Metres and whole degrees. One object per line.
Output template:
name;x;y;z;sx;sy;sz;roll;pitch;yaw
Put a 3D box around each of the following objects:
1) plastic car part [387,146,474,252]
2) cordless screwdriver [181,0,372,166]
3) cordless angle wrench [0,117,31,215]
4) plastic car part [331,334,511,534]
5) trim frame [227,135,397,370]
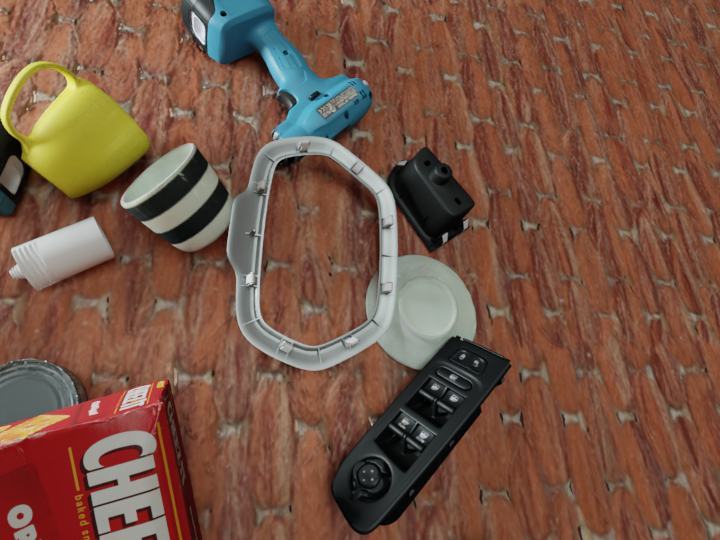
plastic car part;0.085;-0.092;0.491;0.065;0.071;0.118;-30;83;-25
cordless screwdriver;-0.119;-0.242;0.503;0.250;0.075;0.157;46;66;2
cordless angle wrench;-0.380;0.064;0.324;0.096;0.074;0.430;9;69;-11
plastic car part;0.056;0.151;0.393;0.200;0.064;0.070;-38;44;-26
trim frame;-0.042;-0.028;0.431;0.179;0.028;0.252;9;73;-17
